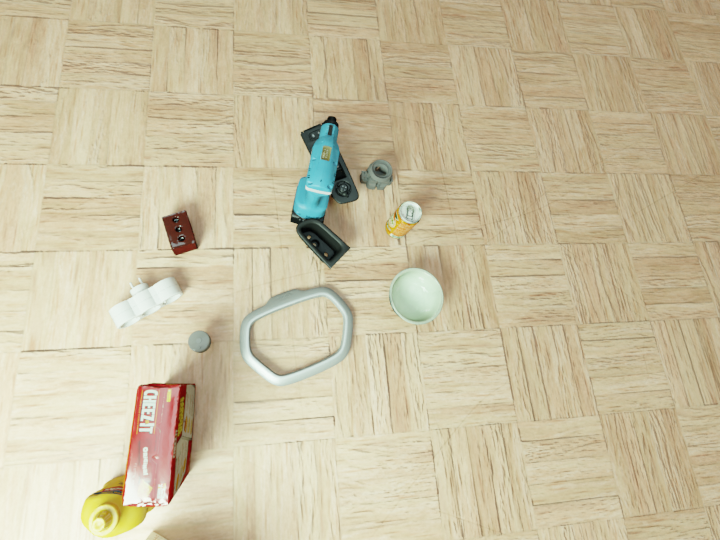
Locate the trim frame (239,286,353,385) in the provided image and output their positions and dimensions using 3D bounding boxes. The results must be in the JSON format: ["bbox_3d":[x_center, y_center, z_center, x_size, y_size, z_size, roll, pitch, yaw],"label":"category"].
[{"bbox_3d":[-0.130,0.130,0.885,0.244,0.027,0.188,-21,77,-15],"label":"trim frame"}]

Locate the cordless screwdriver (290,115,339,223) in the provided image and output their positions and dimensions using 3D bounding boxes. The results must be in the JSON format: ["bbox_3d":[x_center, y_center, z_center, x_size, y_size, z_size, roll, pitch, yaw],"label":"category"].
[{"bbox_3d":[-0.089,-0.193,0.878,0.073,0.249,0.161,12,73,-11],"label":"cordless screwdriver"}]

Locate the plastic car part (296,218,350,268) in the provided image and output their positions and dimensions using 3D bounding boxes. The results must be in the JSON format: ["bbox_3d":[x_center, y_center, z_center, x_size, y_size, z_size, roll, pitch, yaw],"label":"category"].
[{"bbox_3d":[-0.091,-0.059,0.929,0.118,0.071,0.065,43,70,4],"label":"plastic car part"}]

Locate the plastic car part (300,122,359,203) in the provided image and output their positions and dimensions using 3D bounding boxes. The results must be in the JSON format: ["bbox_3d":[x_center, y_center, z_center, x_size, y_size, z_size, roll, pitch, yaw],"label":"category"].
[{"bbox_3d":[-0.073,-0.240,0.992,0.065,0.067,0.207,-24,78,-17],"label":"plastic car part"}]
